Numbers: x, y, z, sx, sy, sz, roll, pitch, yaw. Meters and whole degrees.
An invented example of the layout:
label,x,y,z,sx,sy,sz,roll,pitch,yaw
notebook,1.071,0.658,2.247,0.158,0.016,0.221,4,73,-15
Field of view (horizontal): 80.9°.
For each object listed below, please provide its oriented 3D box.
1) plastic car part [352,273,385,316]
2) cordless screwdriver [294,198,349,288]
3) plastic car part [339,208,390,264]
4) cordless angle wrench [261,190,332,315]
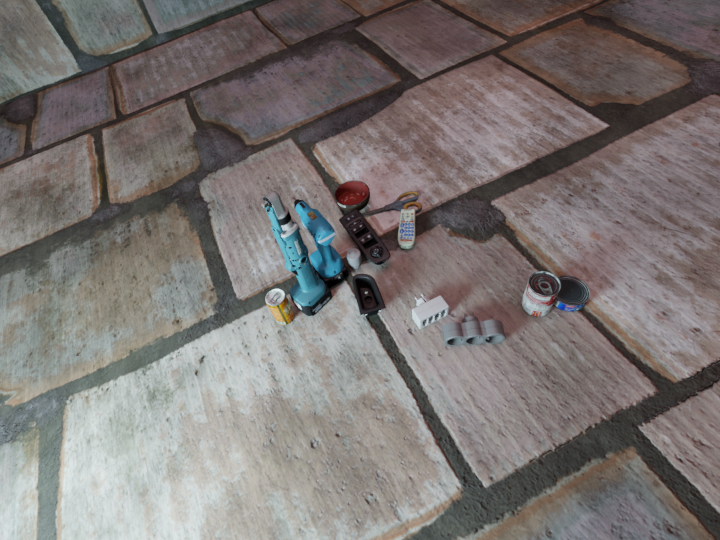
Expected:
label,x,y,z,sx,sy,sz,roll,pitch,yaw
plastic car part,0.020,0.071,1.105,0.066,0.068,0.121,-16,52,-1
cordless screwdriver,-0.111,-0.073,1.135,0.073,0.238,0.168,-31,54,-14
plastic car part,0.014,-0.087,1.227,0.066,0.064,0.214,-28,53,-10
cordless angle wrench,-0.155,-0.036,1.011,0.078,0.405,0.097,35,66,29
